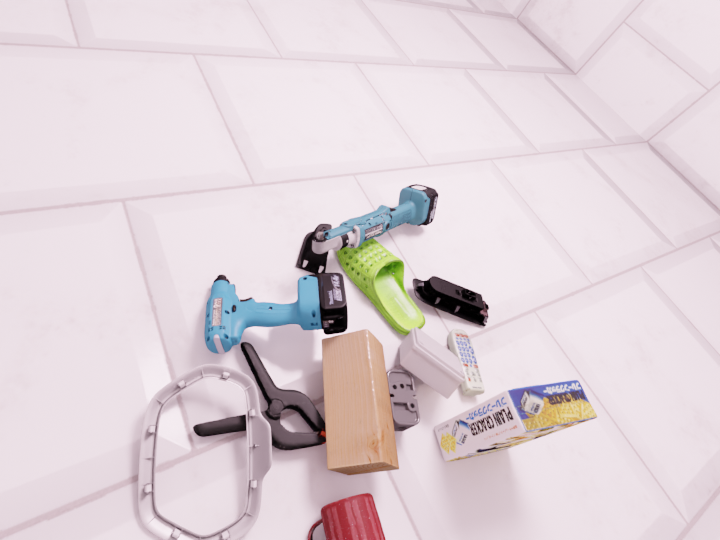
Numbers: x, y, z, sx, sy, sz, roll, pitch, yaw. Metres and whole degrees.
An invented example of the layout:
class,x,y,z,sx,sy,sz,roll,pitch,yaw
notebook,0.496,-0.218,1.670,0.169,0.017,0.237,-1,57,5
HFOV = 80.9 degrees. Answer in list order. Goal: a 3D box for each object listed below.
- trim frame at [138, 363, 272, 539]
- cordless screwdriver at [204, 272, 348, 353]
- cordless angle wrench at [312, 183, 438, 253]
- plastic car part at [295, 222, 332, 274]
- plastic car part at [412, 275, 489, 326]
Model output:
class,x,y,z,sx,sy,sz,roll,pitch,yaw
trim frame,-0.222,0.262,0.613,0.179,0.027,0.255,1,64,-17
cordless screwdriver,-0.151,0.054,0.754,0.247,0.072,0.166,-10,45,-4
cordless angle wrench,0.039,-0.107,0.932,0.078,0.096,0.410,23,32,31
plastic car part,-0.089,-0.058,0.909,0.064,0.071,0.119,20,53,-14
plastic car part,0.211,0.062,0.947,0.198,0.067,0.068,19,56,-14
